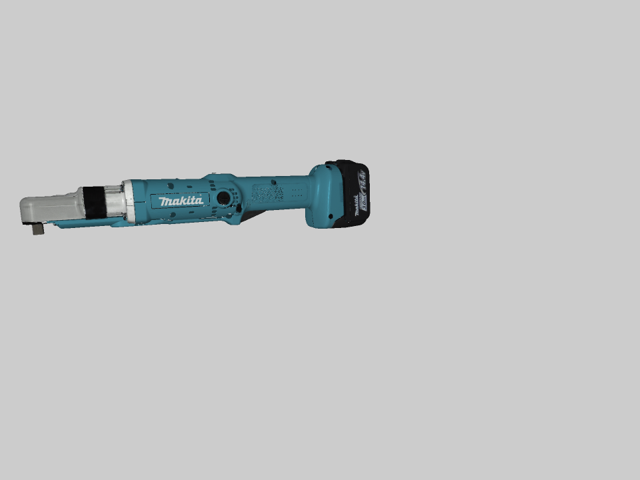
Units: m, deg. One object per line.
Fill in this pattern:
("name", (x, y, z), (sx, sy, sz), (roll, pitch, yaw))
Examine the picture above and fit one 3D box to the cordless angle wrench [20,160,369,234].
("cordless angle wrench", (-0.130, -0.052, 0.544), (0.422, 0.098, 0.074), (-6, 9, -28))
